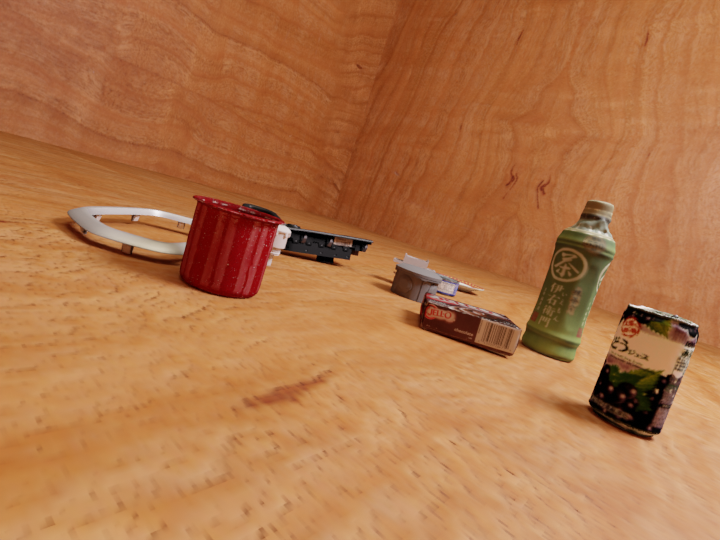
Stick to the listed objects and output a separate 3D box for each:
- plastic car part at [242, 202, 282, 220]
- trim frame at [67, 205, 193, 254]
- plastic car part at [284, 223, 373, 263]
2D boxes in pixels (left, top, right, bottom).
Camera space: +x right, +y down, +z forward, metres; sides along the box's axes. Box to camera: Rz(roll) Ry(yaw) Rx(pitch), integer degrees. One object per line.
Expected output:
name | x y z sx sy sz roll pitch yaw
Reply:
plastic car part | -0.172 -0.067 0.692 0.064 0.071 0.121 15 7 -20
trim frame | -0.252 -0.049 0.549 0.188 0.027 0.245 18 8 7
plastic car part | -0.078 -0.051 0.799 0.193 0.067 0.070 12 8 -32
